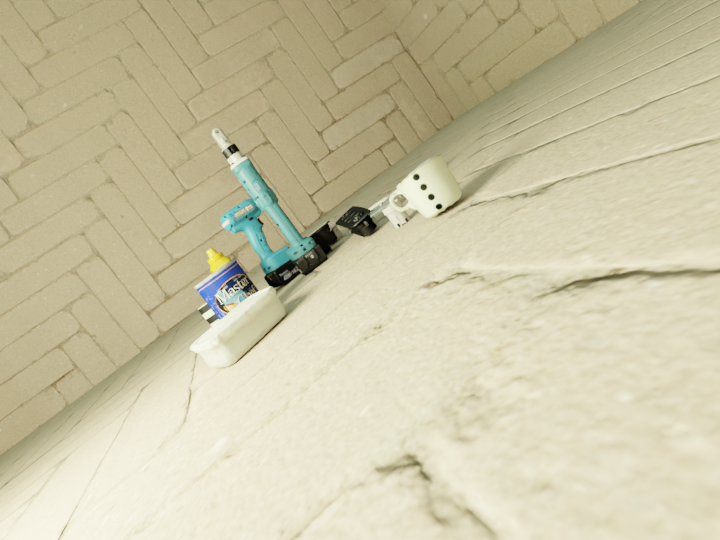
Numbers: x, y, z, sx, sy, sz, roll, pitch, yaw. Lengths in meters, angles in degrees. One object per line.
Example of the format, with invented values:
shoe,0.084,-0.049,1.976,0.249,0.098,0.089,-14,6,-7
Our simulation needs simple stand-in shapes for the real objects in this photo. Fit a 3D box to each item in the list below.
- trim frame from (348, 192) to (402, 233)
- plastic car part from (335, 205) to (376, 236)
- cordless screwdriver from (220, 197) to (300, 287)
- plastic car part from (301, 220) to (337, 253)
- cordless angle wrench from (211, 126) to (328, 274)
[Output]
trim frame,0.039,-0.165,1.186,0.184,0.027,0.252,-36,11,0
plastic car part,-0.008,-0.113,1.012,0.066,0.066,0.206,-36,11,-4
cordless screwdriver,-0.250,-0.086,1.156,0.157,0.246,0.076,-41,8,-34
plastic car part,-0.112,-0.073,1.146,0.118,0.070,0.066,-32,9,19
cordless angle wrench,-0.237,-0.178,1.056,0.074,0.418,0.100,-37,6,-10
